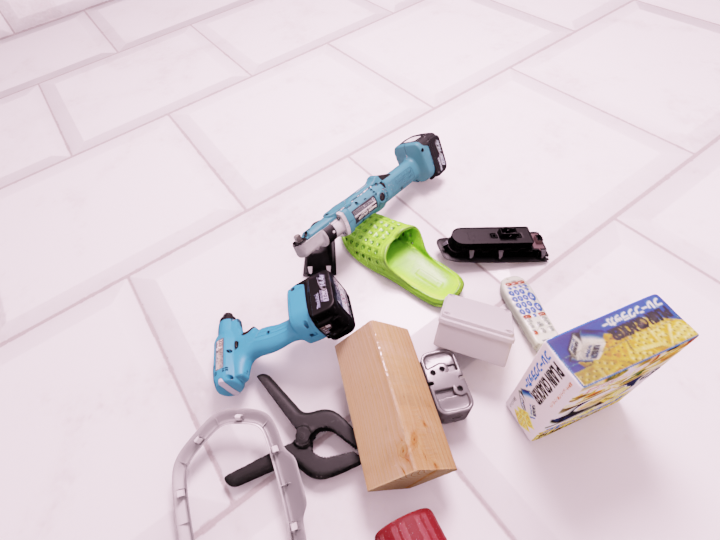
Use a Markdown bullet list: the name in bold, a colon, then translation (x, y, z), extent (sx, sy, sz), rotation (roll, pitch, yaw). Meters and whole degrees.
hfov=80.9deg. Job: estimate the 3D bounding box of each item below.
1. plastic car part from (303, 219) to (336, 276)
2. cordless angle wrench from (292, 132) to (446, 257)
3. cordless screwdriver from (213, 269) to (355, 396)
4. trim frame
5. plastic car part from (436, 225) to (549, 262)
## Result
- **plastic car part**: translation (-0.082, -0.054, 0.837), extent (0.066, 0.068, 0.120), rotation (-2, 56, 2)
- **cordless angle wrench**: translation (0.023, -0.146, 0.829), extent (0.078, 0.094, 0.416), rotation (5, 38, 47)
- **cordless screwdriver**: translation (-0.139, 0.085, 0.702), extent (0.251, 0.070, 0.166), rotation (-31, 41, 10)
- **trim frame**: translation (-0.165, 0.316, 0.576), extent (0.184, 0.026, 0.258), rotation (-20, 62, -2)
- **plastic car part**: translation (0.249, -0.051, 0.789), extent (0.203, 0.065, 0.068), rotation (-3, 59, 1)
